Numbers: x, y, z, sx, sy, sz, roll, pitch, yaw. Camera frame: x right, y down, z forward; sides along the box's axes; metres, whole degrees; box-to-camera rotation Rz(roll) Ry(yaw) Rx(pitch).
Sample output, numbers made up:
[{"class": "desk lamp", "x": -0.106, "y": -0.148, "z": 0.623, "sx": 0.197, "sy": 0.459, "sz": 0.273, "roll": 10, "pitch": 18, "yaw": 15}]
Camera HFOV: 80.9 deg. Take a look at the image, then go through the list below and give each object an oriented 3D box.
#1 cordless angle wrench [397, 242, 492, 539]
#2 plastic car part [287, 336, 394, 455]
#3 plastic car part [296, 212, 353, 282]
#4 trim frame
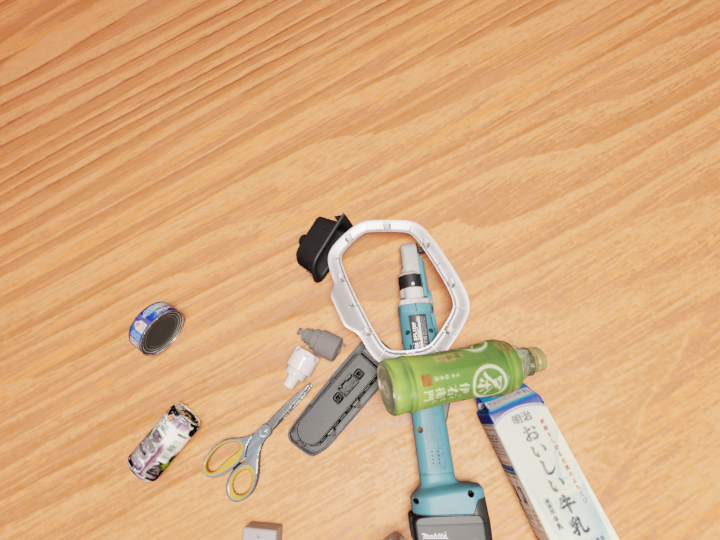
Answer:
[{"class": "cordless angle wrench", "x": 0.095, "y": 0.154, "z": 0.612, "sx": 0.099, "sy": 0.072, "sz": 0.434, "roll": -7, "pitch": 66, "yaw": 5}, {"class": "plastic car part", "x": -0.026, "y": 0.186, "z": 0.624, "sx": 0.068, "sy": 0.066, "sz": 0.202, "roll": 40, "pitch": 82, "yaw": 11}, {"class": "plastic car part", "x": -0.071, "y": -0.046, "z": 0.724, "sx": 0.075, "sy": 0.062, "sz": 0.116, "roll": 30, "pitch": 79, "yaw": 32}, {"class": "trim frame", "x": 0.049, "y": 0.022, "z": 0.639, "sx": 0.184, "sy": 0.026, "sz": 0.259, "roll": -27, "pitch": 63, "yaw": 2}]
